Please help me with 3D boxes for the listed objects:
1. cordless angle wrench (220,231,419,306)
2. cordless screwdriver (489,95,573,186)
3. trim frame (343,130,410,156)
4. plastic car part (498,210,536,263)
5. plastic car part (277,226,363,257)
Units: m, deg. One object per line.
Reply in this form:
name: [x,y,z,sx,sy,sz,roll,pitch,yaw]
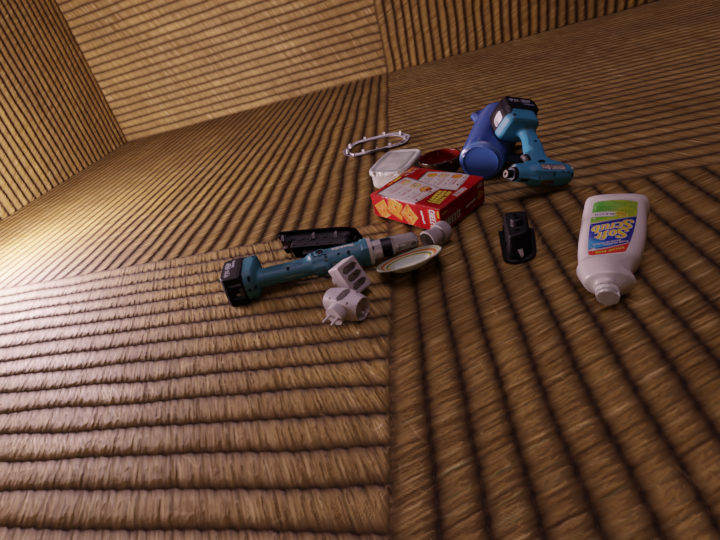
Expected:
cordless angle wrench: [-0.084,-0.018,0.906,0.425,0.071,0.101,-13,32,3]
cordless screwdriver: [0.373,-0.299,0.991,0.156,0.073,0.258,-3,58,-14]
trim frame: [0.056,-0.467,1.549,0.252,0.026,0.189,-10,34,9]
plastic car part: [0.297,-0.073,0.801,0.068,0.068,0.117,-5,31,20]
plastic car part: [-0.096,-0.063,0.983,0.208,0.063,0.068,-6,42,18]
